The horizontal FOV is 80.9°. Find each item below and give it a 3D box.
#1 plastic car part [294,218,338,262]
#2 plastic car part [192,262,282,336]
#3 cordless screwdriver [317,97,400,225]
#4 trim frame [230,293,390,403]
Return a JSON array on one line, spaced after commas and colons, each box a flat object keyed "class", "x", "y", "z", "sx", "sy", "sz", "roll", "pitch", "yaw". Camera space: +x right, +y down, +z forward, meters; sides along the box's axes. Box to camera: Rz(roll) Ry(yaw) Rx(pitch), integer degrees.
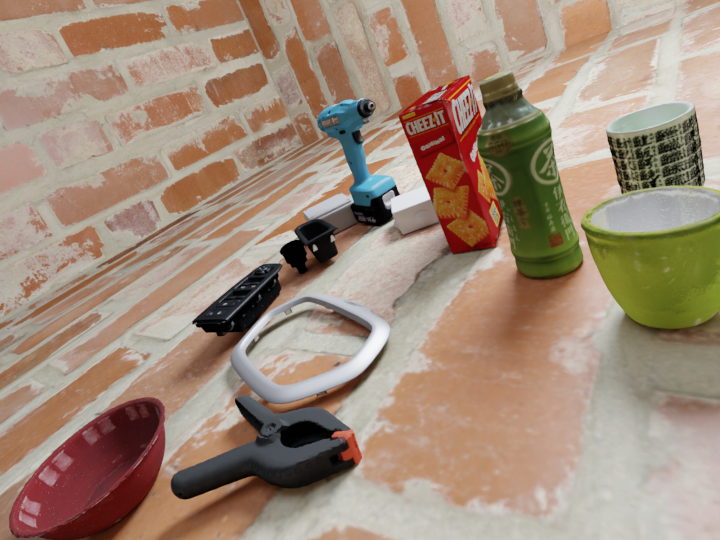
[{"class": "plastic car part", "x": -0.078, "y": -0.051, "z": 0.798, "sx": 0.065, "sy": 0.069, "sz": 0.121, "roll": -29, "pitch": 22, "yaw": -11}, {"class": "plastic car part", "x": -0.182, "y": 0.048, "z": 0.696, "sx": 0.068, "sy": 0.065, "sz": 0.203, "roll": -15, "pitch": 25, "yaw": 26}, {"class": "cordless screwdriver", "x": 0.012, "y": -0.212, "z": 0.829, "sx": 0.073, "sy": 0.241, "sz": 0.167, "roll": -33, "pitch": 21, "yaw": -25}, {"class": "trim frame", "x": -0.070, "y": 0.088, "z": 0.543, "sx": 0.181, "sy": 0.027, "sz": 0.261, "roll": -36, "pitch": 25, "yaw": -24}]
